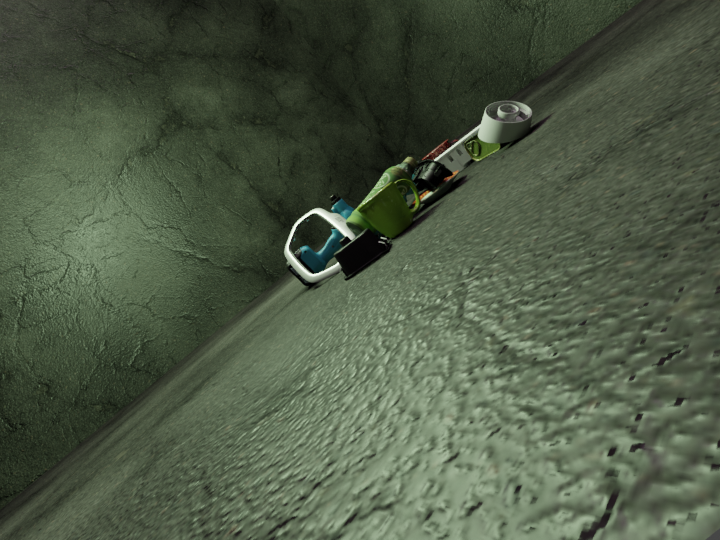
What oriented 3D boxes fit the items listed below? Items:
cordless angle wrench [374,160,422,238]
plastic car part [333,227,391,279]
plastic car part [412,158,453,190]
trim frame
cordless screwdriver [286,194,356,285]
[{"bbox_3d":[0.087,-0.176,1.134,0.101,0.072,0.421,-16,26,35],"label":"cordless angle wrench"},{"bbox_3d":[-0.007,-0.039,0.817,0.118,0.070,0.065,-33,5,19],"label":"plastic car part"},{"bbox_3d":[0.155,-0.217,0.972,0.067,0.066,0.204,-47,7,2],"label":"plastic car part"},{"bbox_3d":[-0.107,-0.070,1.092,0.184,0.026,0.263,-50,45,2],"label":"trim frame"},{"bbox_3d":[-0.104,-0.082,1.178,0.248,0.158,0.075,-41,3,-2],"label":"cordless screwdriver"}]
